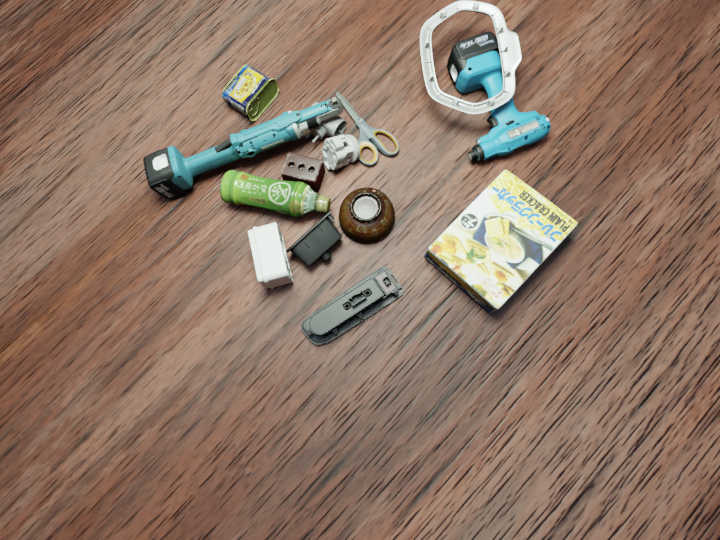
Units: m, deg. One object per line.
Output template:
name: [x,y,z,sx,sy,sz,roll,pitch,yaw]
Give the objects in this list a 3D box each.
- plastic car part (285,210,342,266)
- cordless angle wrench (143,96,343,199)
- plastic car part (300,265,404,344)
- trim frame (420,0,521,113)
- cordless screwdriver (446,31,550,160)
plastic car part: [-0.081,-0.053,0.829,0.071,0.066,0.116,45,87,0]
cordless angle wrench: [-0.236,-0.263,0.874,0.426,0.095,0.076,-20,75,5]
plastic car part: [-0.018,0.068,0.783,0.203,0.066,0.067,-33,82,0]
trim frame: [0.213,-0.422,0.827,0.186,0.027,0.252,-5,78,5]
cordless screwdriver: [0.249,-0.345,0.855,0.159,0.072,0.254,-24,76,1]
